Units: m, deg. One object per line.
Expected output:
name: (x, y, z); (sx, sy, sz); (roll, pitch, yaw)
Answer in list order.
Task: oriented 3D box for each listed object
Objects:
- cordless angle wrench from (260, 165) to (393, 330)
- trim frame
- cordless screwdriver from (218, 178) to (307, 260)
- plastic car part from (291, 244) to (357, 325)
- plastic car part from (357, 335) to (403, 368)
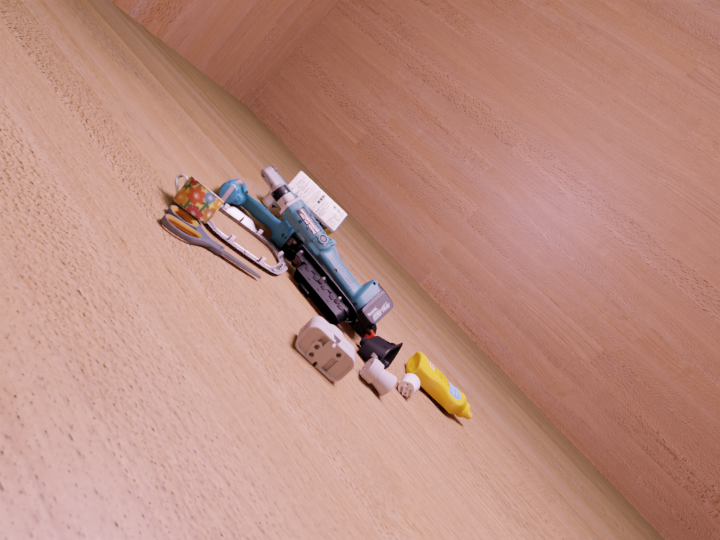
cordless angle wrench: (-0.093, -0.061, 0.948); (0.096, 0.075, 0.425); (-35, 86, -36)
trim frame: (-0.241, -0.077, 0.872); (0.237, 0.027, 0.192); (37, 11, -29)
cordless screwdriver: (-0.229, -0.137, 1.038); (0.244, 0.074, 0.162); (38, 11, -11)
plastic car part: (-0.085, 0.039, 0.899); (0.065, 0.066, 0.210); (-29, 66, -40)
plastic car part: (0.033, 0.168, 0.893); (0.074, 0.066, 0.111); (33, 8, 25)
